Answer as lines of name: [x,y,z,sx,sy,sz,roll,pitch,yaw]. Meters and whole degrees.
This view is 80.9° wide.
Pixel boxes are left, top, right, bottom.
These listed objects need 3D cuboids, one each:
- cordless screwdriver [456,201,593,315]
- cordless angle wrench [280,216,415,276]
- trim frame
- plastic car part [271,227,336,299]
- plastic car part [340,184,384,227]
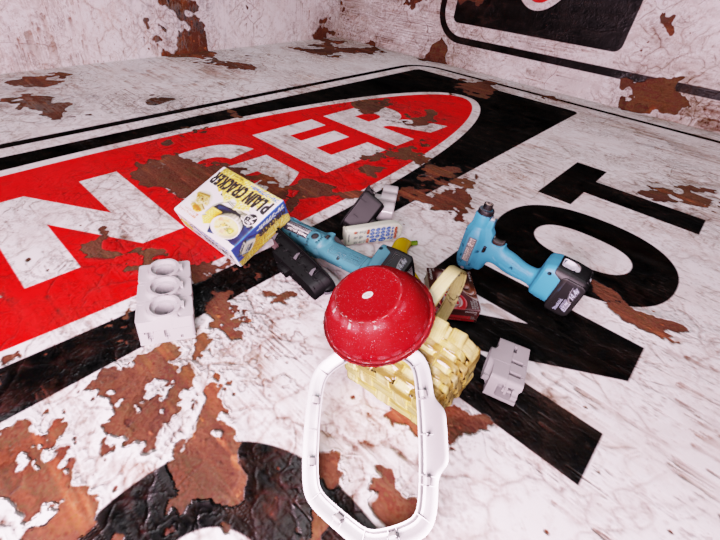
cordless screwdriver: [0.328,-0.029,0.852,0.260,0.155,0.073,30,42,25]
cordless angle wrench: [-0.089,-0.058,0.907,0.445,0.071,0.097,26,64,31]
trim frame: [0.014,0.203,0.531,0.189,0.026,0.254,-5,62,16]
plastic car part: [-0.123,-0.008,0.852,0.066,0.064,0.214,-33,51,-28]
plastic car part: [0.014,-0.136,1.016,0.073,0.116,0.064,36,2,14]
